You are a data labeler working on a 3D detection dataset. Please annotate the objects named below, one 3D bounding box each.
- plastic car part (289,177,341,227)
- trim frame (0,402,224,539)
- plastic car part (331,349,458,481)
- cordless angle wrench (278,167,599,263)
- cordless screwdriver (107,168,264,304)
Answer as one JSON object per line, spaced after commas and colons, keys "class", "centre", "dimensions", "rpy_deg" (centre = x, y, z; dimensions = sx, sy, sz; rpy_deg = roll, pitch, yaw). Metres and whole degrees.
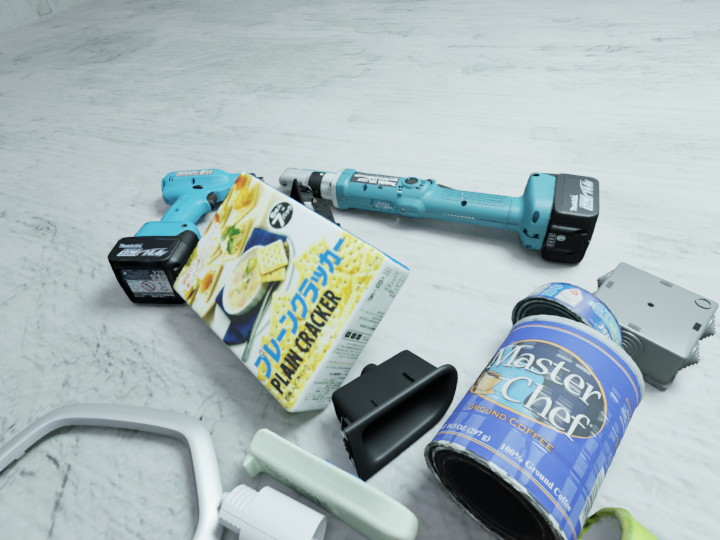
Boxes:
{"class": "plastic car part", "centre": [-0.053, -0.035, 0.540], "dimensions": [0.065, 0.066, 0.212], "rpy_deg": [8, 39, -22]}
{"class": "trim frame", "centre": [-0.230, 0.200, 0.348], "dimensions": [0.252, 0.026, 0.188], "rpy_deg": [2, 44, 8]}
{"class": "plastic car part", "centre": [0.022, 0.114, 0.378], "dimensions": [0.114, 0.063, 0.075], "rpy_deg": [-30, 34, -26]}
{"class": "cordless angle wrench", "centre": [0.072, -0.101, 0.579], "dimensions": [0.440, 0.071, 0.098], "rpy_deg": [12, 47, 23]}
{"class": "cordless screwdriver", "centre": [-0.227, -0.067, 0.588], "dimensions": [0.160, 0.071, 0.256], "rpy_deg": [-4, 41, 3]}
